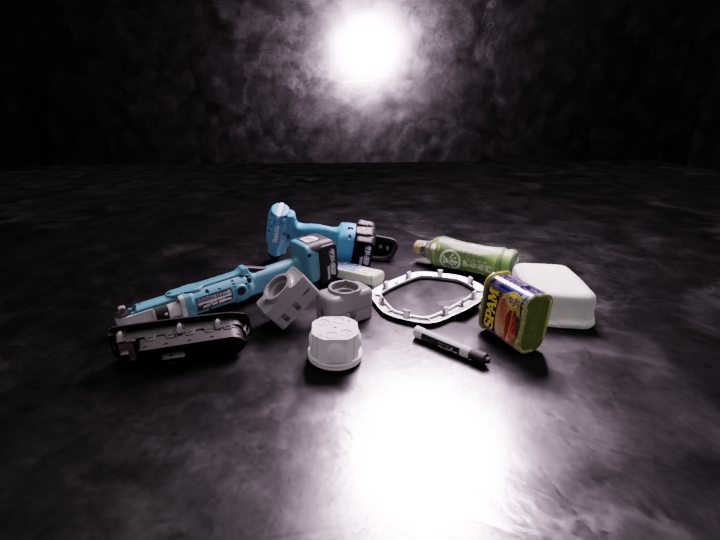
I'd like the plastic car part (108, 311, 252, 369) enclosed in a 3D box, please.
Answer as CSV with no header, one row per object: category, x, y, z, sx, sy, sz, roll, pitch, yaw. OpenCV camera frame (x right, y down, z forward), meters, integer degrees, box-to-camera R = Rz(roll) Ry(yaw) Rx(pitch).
plastic car part,-0.257,0.104,0.622,0.197,0.065,0.071,-9,32,-21

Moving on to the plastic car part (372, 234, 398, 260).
plastic car part,0.036,-0.058,1.040,0.120,0.065,0.069,9,7,14

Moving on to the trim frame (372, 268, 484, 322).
trim frame,0.133,0.043,0.813,0.239,0.027,0.195,-18,28,-41

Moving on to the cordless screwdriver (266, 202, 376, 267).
cordless screwdriver,-0.095,-0.062,0.976,0.248,0.156,0.076,12,46,-2

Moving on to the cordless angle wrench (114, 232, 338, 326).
cordless angle wrench,-0.233,0.028,0.795,0.410,0.095,0.079,-20,27,-31
